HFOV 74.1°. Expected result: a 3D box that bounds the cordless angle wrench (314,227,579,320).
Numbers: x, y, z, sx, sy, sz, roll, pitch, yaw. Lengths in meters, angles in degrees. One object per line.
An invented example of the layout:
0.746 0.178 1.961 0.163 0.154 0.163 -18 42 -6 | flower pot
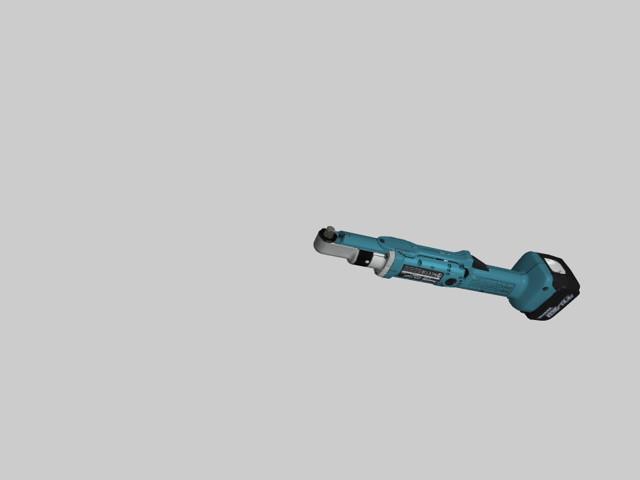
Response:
0.190 0.042 0.637 0.423 0.098 0.074 11 41 -17 | cordless angle wrench
